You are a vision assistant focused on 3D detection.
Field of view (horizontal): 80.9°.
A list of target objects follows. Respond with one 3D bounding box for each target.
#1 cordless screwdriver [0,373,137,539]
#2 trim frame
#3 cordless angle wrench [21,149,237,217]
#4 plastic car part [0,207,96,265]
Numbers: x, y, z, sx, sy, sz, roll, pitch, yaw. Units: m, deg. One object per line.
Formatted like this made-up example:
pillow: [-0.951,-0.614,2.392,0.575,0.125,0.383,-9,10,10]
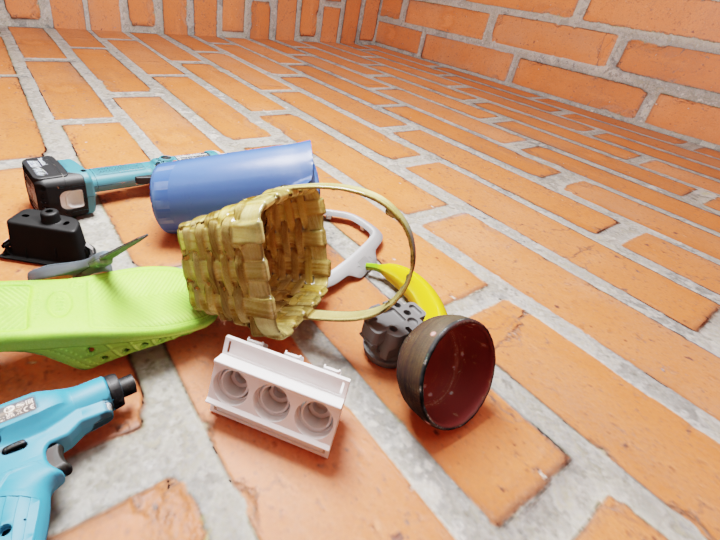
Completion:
cordless screwdriver: [-0.200,0.174,0.286,0.154,0.073,0.263,-20,40,-37]
trim frame: [-0.066,-0.043,0.673,0.191,0.027,0.244,22,35,20]
cordless angle wrench: [-0.354,-0.179,0.769,0.103,0.073,0.409,34,39,31]
plastic car part: [-0.414,-0.050,0.562,0.117,0.069,0.067,8,35,2]
